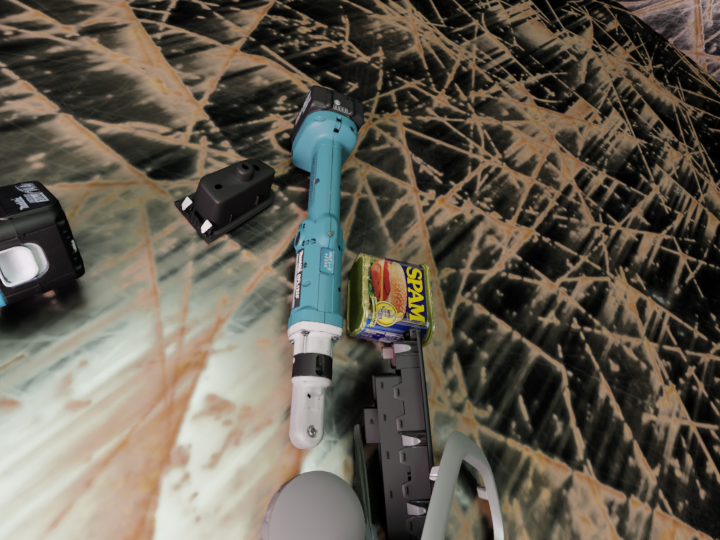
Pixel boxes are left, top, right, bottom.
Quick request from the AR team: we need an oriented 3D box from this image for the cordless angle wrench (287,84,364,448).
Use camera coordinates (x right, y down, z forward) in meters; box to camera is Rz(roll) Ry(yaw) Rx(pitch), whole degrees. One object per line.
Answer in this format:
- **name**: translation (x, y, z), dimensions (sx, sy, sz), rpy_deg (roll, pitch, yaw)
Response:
- **cordless angle wrench**: translation (-0.047, -0.031, 0.483), dimensions (0.072, 0.099, 0.434), rpy_deg (13, 59, -22)

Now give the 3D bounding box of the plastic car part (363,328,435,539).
- **plastic car part**: translation (0.039, 0.161, 0.392), dimensions (0.066, 0.066, 0.207), rpy_deg (-6, 75, -9)

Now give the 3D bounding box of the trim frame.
- **trim frame**: translation (0.081, 0.251, 0.333), dimensions (0.179, 0.028, 0.247), rpy_deg (65, 30, -18)

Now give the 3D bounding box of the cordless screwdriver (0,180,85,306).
- **cordless screwdriver**: translation (-0.339, 0.015, 0.300), dimensions (0.242, 0.072, 0.169), rpy_deg (-26, 39, -32)

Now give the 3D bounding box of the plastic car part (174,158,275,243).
- **plastic car part**: translation (-0.146, -0.096, 0.491), dimensions (0.067, 0.071, 0.114), rpy_deg (48, 57, 5)
